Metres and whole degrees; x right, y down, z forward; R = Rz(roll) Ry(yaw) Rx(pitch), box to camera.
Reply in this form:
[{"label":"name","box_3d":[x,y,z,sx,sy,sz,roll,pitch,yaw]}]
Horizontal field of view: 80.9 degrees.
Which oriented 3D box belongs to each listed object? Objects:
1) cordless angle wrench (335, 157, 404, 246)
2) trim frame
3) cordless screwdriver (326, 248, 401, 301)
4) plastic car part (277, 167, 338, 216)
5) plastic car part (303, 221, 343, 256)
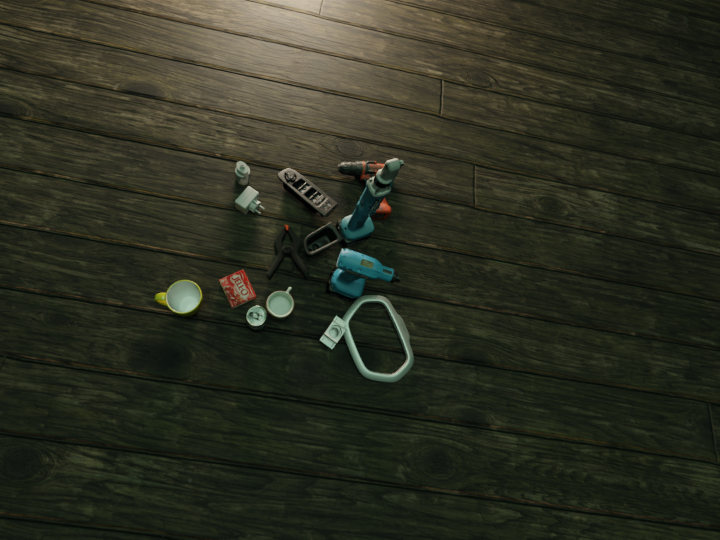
[{"label":"cordless angle wrench","box_3d":[0.021,-0.171,1.097,0.096,0.422,0.076,-18,79,-18]},{"label":"trim frame","box_3d":[0.050,0.188,1.183,0.181,0.027,0.254,-20,75,-15]},{"label":"cordless screwdriver","box_3d":[-0.001,0.022,1.117,0.158,0.248,0.075,20,70,-5]},{"label":"plastic car part","box_3d":[-0.166,-0.234,1.281,0.206,0.066,0.066,41,69,6]},{"label":"plastic car part","box_3d":[-0.120,-0.079,1.230,0.115,0.071,0.067,-31,81,-18]}]
